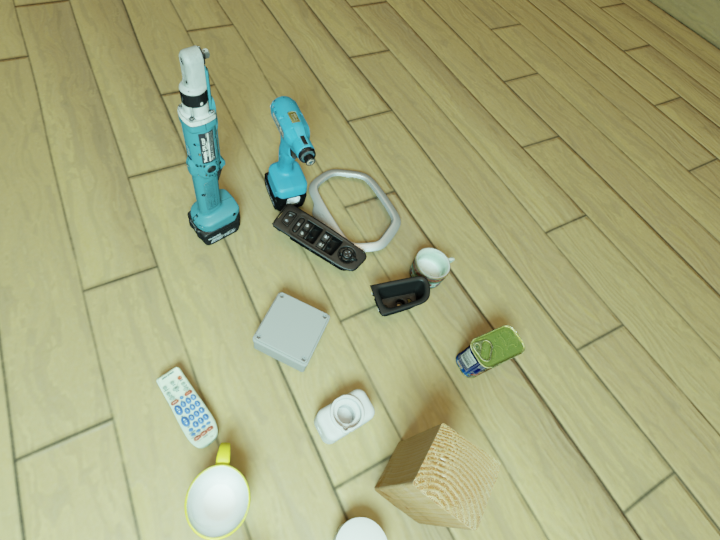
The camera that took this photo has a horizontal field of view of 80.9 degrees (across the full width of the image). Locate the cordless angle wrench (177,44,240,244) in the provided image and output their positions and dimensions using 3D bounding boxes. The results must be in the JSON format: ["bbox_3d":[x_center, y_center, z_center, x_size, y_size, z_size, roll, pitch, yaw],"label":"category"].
[{"bbox_3d":[-0.272,-0.194,0.740,0.096,0.417,0.077,-32,72,-27],"label":"cordless angle wrench"}]

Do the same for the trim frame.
[{"bbox_3d":[-0.017,-0.143,0.974,0.180,0.027,0.258,-22,64,-20],"label":"trim frame"}]

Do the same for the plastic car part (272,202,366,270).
[{"bbox_3d":[-0.087,-0.057,0.888,0.207,0.066,0.066,30,59,10],"label":"plastic car part"}]

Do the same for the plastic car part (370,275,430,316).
[{"bbox_3d":[0.077,0.058,0.839,0.114,0.070,0.068,-11,63,-16],"label":"plastic car part"}]

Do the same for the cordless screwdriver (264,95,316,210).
[{"bbox_3d":[-0.141,-0.211,0.870,0.073,0.245,0.165,-16,65,-21],"label":"cordless screwdriver"}]
